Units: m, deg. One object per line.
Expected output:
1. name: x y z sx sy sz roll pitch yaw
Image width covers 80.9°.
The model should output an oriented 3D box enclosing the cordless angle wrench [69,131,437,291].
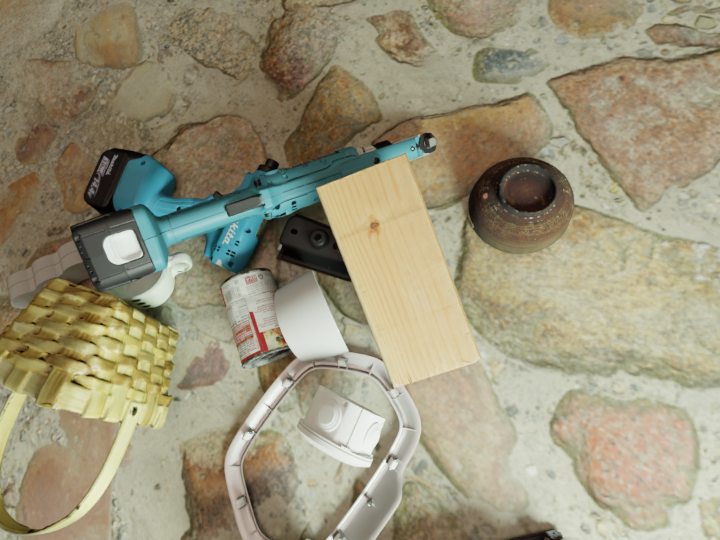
1. cordless angle wrench: -0.099 -0.090 0.496 0.417 0.101 0.073 -22 104 -13

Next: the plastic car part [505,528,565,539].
1. plastic car part: 0.101 0.307 0.386 0.205 0.065 0.067 -19 80 10

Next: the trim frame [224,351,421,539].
1. trim frame: -0.046 0.205 0.467 0.191 0.026 0.248 36 83 19

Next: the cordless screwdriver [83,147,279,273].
1. cordless screwdriver: -0.238 -0.109 0.582 0.256 0.072 0.160 20 79 14

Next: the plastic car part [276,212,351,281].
1. plastic car part: -0.050 -0.033 0.514 0.121 0.068 0.066 19 81 20
